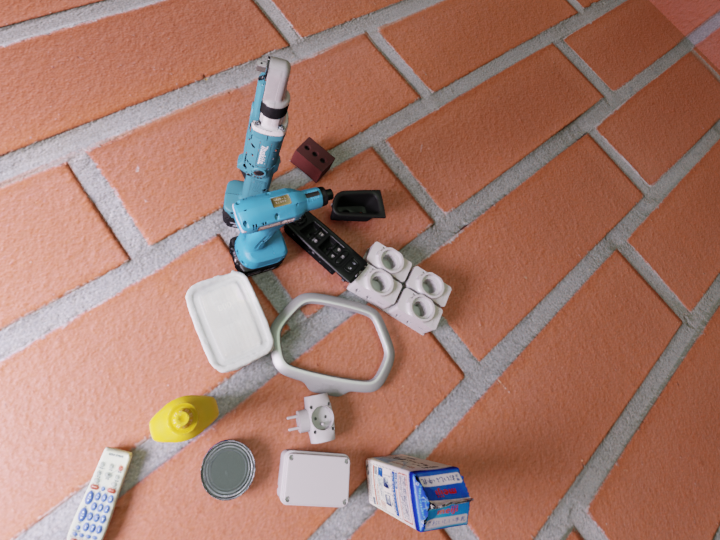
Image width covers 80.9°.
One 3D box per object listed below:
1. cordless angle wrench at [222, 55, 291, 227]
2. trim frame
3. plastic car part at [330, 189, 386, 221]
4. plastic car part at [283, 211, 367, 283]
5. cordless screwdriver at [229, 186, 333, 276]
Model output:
[{"bbox_3d":[-0.163,-0.179,0.682,0.095,0.426,0.076,10,70,-17],"label":"cordless angle wrench"},{"bbox_3d":[-0.052,0.140,0.806,0.244,0.027,0.187,13,66,-10],"label":"trim frame"},{"bbox_3d":[-0.016,-0.129,0.899,0.113,0.071,0.067,-4,72,-18],"label":"plastic car part"},{"bbox_3d":[-0.083,-0.055,0.853,0.204,0.067,0.066,44,64,4],"label":"plastic car part"},{"bbox_3d":[-0.148,-0.070,0.740,0.155,0.250,0.076,-18,79,-24],"label":"cordless screwdriver"}]
